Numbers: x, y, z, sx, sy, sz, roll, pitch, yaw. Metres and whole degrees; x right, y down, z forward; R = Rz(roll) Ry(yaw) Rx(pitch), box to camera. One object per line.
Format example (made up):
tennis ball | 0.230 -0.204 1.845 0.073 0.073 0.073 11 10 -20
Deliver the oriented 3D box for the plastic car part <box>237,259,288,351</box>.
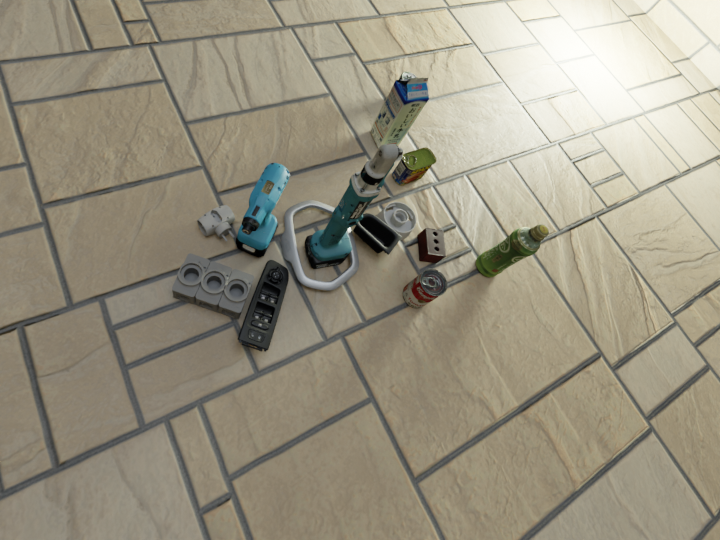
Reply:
plastic car part | -0.206 0.075 0.917 0.065 0.067 0.206 18 62 -10

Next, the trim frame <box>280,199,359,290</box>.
trim frame | -0.101 -0.066 1.037 0.179 0.027 0.256 -7 67 -19

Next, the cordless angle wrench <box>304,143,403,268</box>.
cordless angle wrench | -0.023 -0.118 0.859 0.095 0.424 0.076 -9 72 -24

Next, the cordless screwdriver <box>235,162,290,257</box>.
cordless screwdriver | -0.218 -0.100 0.895 0.073 0.249 0.161 25 62 -9

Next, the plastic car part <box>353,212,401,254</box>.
plastic car part | 0.031 -0.088 1.060 0.117 0.071 0.065 39 61 3
